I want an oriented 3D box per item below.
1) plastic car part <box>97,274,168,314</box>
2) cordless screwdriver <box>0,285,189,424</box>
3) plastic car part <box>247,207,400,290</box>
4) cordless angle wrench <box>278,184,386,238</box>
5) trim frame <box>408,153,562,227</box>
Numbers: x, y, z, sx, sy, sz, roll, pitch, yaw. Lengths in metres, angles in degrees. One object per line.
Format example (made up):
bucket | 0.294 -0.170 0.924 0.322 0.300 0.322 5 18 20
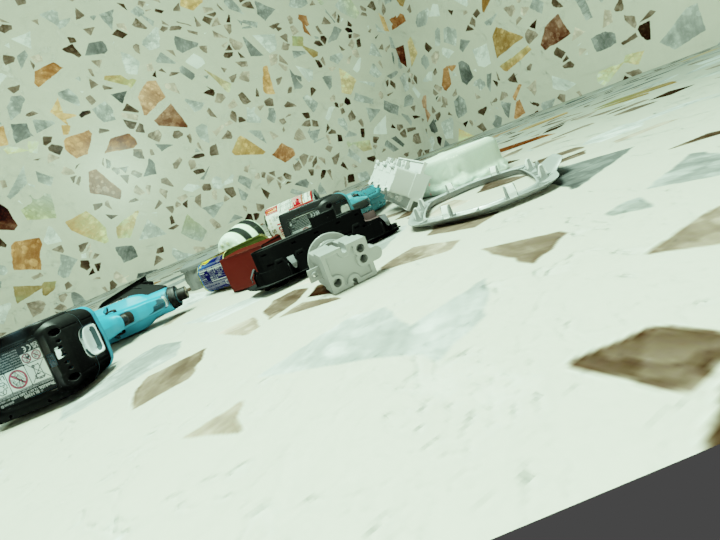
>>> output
plastic car part | -0.343 0.056 0.667 0.072 0.064 0.117 -6 18 11
cordless screwdriver | -0.298 0.070 0.491 0.158 0.073 0.253 -24 8 -7
plastic car part | -0.051 -0.033 0.522 0.199 0.065 0.069 -30 19 -21
cordless angle wrench | -0.006 -0.119 0.780 0.101 0.073 0.416 -18 11 25
trim frame | 0.150 -0.102 0.528 0.189 0.027 0.246 -17 12 20
